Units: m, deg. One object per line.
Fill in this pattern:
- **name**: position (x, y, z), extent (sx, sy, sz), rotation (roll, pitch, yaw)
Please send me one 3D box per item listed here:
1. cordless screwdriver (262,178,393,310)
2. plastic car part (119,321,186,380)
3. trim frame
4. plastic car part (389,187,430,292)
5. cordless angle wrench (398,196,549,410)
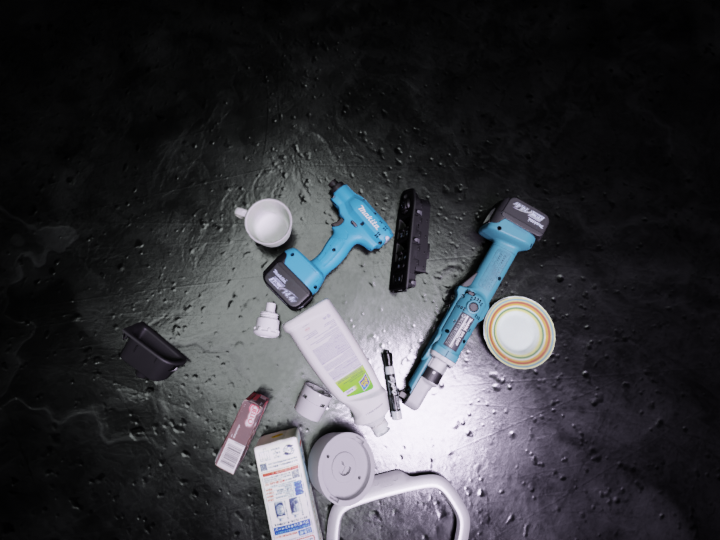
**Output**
- **cordless screwdriver**: position (-0.078, -0.051, 0.793), extent (0.247, 0.074, 0.162), rotation (-40, 82, -11)
- **plastic car part**: position (-0.384, 0.157, 0.762), extent (0.117, 0.065, 0.071), rotation (39, 96, 2)
- **trim frame**: position (0.064, 0.444, 0.718), extent (0.248, 0.027, 0.187), rotation (-14, 80, -1)
- **plastic car part**: position (0.100, -0.058, 0.799), extent (0.066, 0.067, 0.205), rotation (5, 79, -12)
- **cordless angle wrench**: position (0.197, 0.065, 0.773), extent (0.099, 0.074, 0.423), rotation (31, 83, 4)
